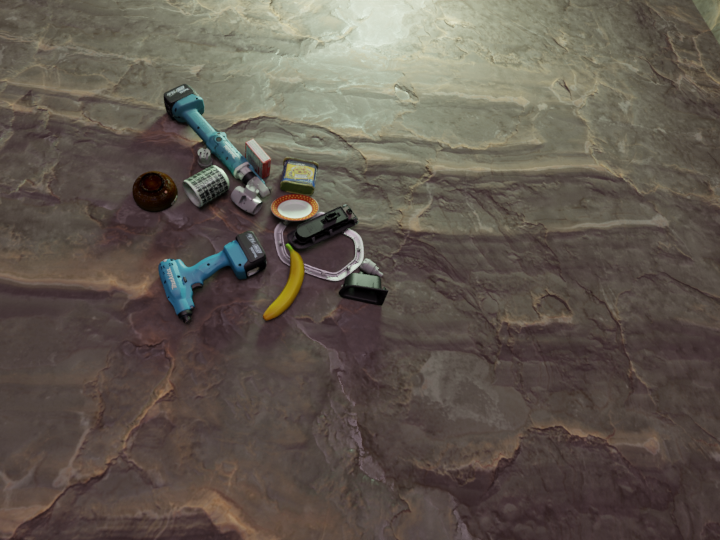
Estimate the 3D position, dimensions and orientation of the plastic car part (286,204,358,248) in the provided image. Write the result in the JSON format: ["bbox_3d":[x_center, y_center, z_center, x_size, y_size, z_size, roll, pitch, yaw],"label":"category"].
[{"bbox_3d":[-0.095,-0.119,1.111,0.199,0.067,0.067,-29,81,-19],"label":"plastic car part"}]

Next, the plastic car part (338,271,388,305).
[{"bbox_3d":[0.008,0.037,1.078,0.116,0.065,0.072,13,48,-1],"label":"plastic car part"}]

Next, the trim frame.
[{"bbox_3d":[-0.110,-0.072,1.127,0.250,0.027,0.186,19,61,2],"label":"trim frame"}]

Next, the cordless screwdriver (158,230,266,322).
[{"bbox_3d":[-0.346,0.013,1.021,0.245,0.073,0.164,-23,70,-15],"label":"cordless screwdriver"}]

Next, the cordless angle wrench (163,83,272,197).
[{"bbox_3d":[-0.401,-0.358,1.202,0.096,0.074,0.433,-37,77,-24],"label":"cordless angle wrench"}]
